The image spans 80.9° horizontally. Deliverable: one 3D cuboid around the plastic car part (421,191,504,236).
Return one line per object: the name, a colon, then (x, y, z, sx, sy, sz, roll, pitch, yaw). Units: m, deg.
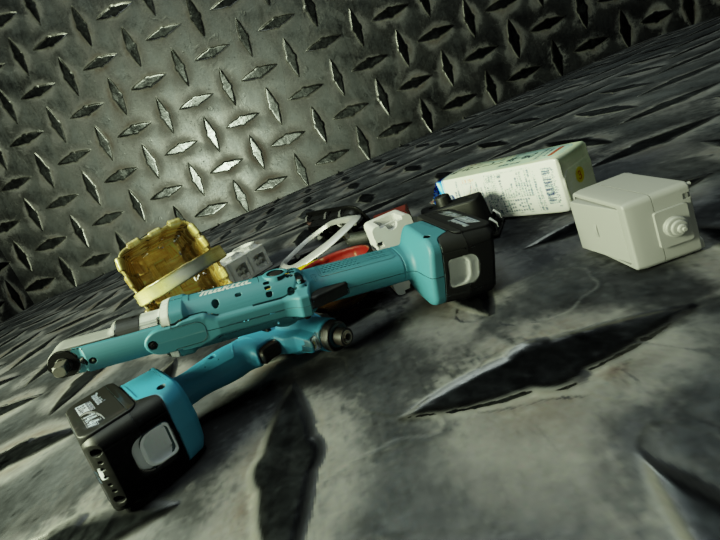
plastic car part: (0.134, -0.076, 0.602, 0.121, 0.069, 0.065, -10, 18, 32)

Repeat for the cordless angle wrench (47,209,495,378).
cordless angle wrench: (-0.076, 0.027, 0.415, 0.417, 0.072, 0.102, -15, 21, -11)

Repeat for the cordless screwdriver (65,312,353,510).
cordless screwdriver: (-0.131, 0.107, 0.408, 0.167, 0.073, 0.243, -2, 24, 44)

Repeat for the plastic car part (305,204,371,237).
plastic car part: (-0.063, -0.105, 0.950, 0.212, 0.064, 0.066, -4, 38, 50)

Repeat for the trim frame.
trim frame: (-0.078, -0.051, 0.797, 0.183, 0.027, 0.254, -42, 13, -11)
